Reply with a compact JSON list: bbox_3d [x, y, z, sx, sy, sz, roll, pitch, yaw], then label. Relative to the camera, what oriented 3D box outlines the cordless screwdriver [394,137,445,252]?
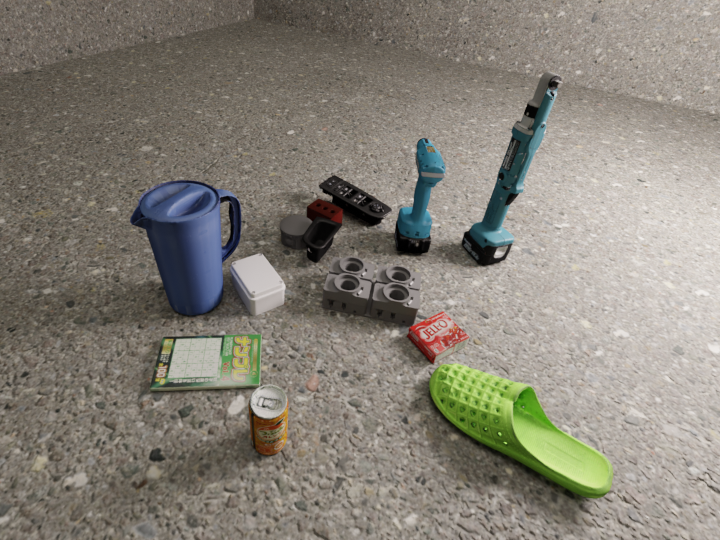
[{"bbox_3d":[0.134,-0.171,0.973,0.074,0.242,0.164,5,40,-5],"label":"cordless screwdriver"}]

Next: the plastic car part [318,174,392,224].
[{"bbox_3d":[-0.015,-0.175,1.102,0.213,0.065,0.065,30,45,27],"label":"plastic car part"}]

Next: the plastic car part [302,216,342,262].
[{"bbox_3d":[-0.094,-0.061,0.960,0.068,0.069,0.117,16,41,11],"label":"plastic car part"}]

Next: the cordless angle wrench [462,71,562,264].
[{"bbox_3d":[0.319,-0.198,0.889,0.072,0.412,0.103,-9,43,-20],"label":"cordless angle wrench"}]
